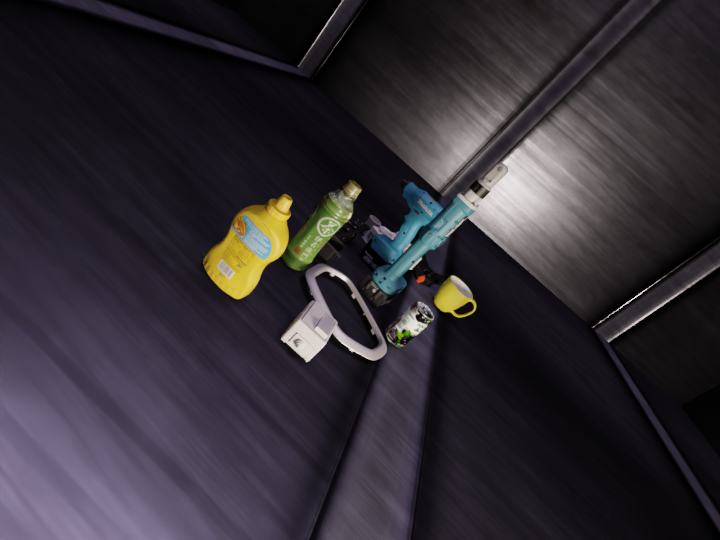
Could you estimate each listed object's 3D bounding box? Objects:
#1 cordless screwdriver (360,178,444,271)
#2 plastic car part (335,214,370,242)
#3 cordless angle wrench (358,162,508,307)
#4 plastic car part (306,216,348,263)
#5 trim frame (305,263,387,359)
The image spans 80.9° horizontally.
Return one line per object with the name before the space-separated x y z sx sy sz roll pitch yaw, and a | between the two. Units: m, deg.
cordless screwdriver | 0.098 -0.115 1.147 0.165 0.250 0.071 52 25 19
plastic car part | -0.050 -0.106 1.135 0.068 0.067 0.197 47 24 11
cordless angle wrench | 0.165 -0.079 0.963 0.077 0.426 0.094 51 25 17
plastic car part | -0.096 -0.063 0.983 0.117 0.071 0.065 43 23 3
trim frame | -0.030 0.081 0.886 0.174 0.028 0.261 14 35 -47
